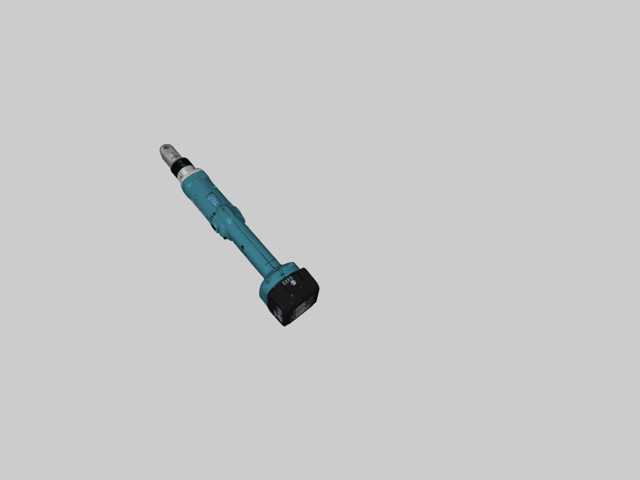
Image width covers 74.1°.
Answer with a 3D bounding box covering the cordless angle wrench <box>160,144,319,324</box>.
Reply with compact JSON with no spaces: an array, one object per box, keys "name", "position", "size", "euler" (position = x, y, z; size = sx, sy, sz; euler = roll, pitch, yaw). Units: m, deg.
[{"name":"cordless angle wrench","position":[-0.168,-0.034,0.760],"size":[0.074,0.422,0.098],"euler":[-36,-19,-22]}]
